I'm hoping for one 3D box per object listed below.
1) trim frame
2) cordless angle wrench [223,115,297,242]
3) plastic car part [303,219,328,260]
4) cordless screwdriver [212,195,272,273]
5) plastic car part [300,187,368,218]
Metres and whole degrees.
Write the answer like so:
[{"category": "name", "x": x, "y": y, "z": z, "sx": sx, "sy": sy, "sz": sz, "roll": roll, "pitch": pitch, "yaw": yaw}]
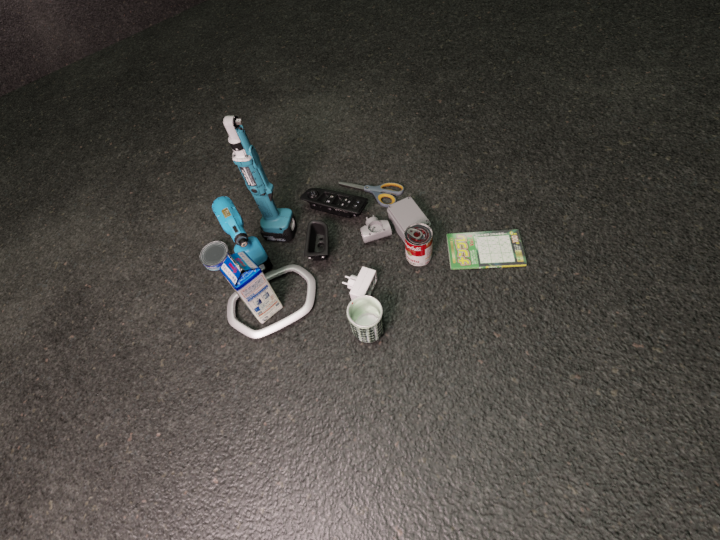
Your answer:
[{"category": "trim frame", "x": -0.232, "y": 0.076, "z": 1.106, "sx": 0.247, "sy": 0.026, "sz": 0.193, "roll": -29, "pitch": 56, "yaw": -7}, {"category": "cordless angle wrench", "x": -0.260, "y": -0.222, "z": 1.078, "sx": 0.100, "sy": 0.405, "sz": 0.075, "roll": 7, "pitch": 59, "yaw": 13}, {"category": "plastic car part", "x": -0.113, "y": -0.074, "z": 1.152, "sx": 0.067, "sy": 0.068, "sz": 0.120, "roll": -4, "pitch": 57, "yaw": 8}, {"category": "cordless screwdriver", "x": -0.293, "y": -0.063, "z": 1.083, "sx": 0.074, "sy": 0.238, "sz": 0.167, "roll": -30, "pitch": 57, "yaw": -10}, {"category": "plastic car part", "x": -0.077, "y": -0.194, "z": 1.225, "sx": 0.212, "sy": 0.064, "sz": 0.066, "roll": 19, "pitch": 63, "yaw": 23}]
